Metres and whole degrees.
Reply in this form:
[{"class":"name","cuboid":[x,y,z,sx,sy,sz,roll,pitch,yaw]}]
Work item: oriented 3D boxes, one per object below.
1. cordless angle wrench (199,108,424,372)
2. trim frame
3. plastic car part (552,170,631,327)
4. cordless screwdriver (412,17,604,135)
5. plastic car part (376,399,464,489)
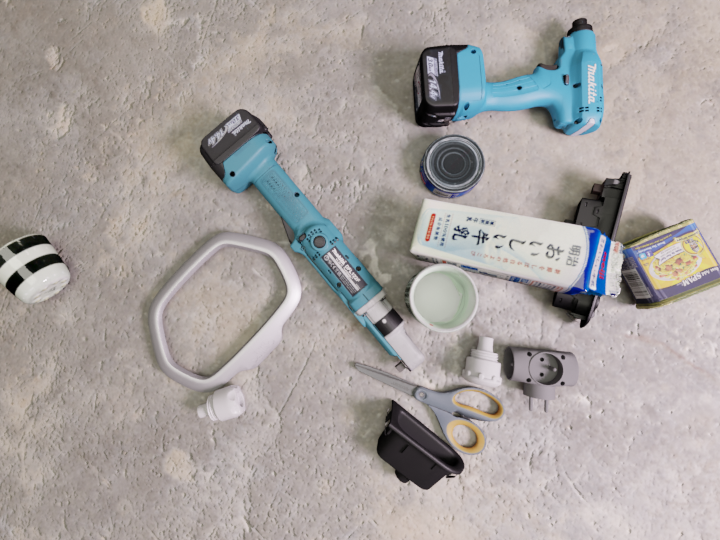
[{"class":"cordless angle wrench","cuboid":[-0.058,-0.038,0.589,0.098,0.073,0.428,-40,83,0]},{"class":"trim frame","cuboid":[-0.199,0.058,0.614,0.188,0.027,0.248,42,88,10]},{"class":"plastic car part","cuboid":[0.295,-0.027,0.550,0.069,0.064,0.203,12,85,14]},{"class":"cordless screwdriver","cuboid":[0.202,-0.272,0.584,0.250,0.073,0.160,3,84,2]},{"class":"plastic car part","cuboid":[0.068,0.241,0.551,0.118,0.065,0.071,40,104,4]}]
